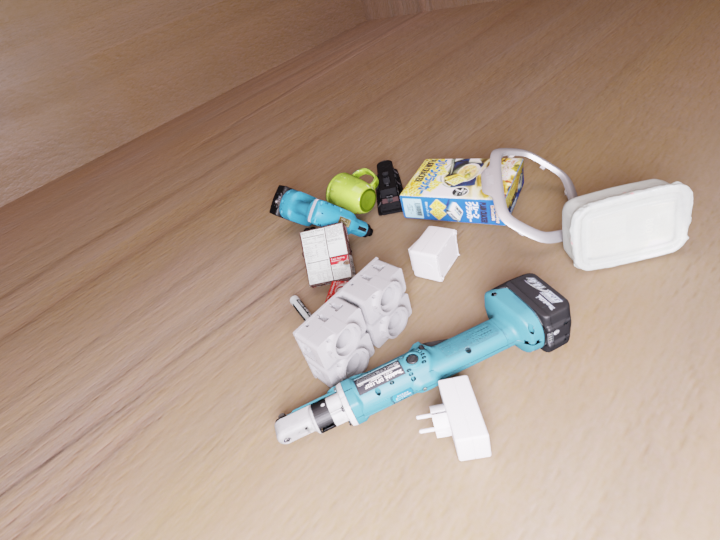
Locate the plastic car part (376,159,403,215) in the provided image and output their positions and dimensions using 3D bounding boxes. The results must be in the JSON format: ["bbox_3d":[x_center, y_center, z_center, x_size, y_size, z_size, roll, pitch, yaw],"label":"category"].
[{"bbox_3d":[0.064,-0.211,1.026,0.067,0.064,0.208,-18,34,13],"label":"plastic car part"}]

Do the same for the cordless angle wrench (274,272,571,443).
[{"bbox_3d":[0.077,0.136,0.582,0.422,0.071,0.103,-25,37,-3],"label":"cordless angle wrench"}]

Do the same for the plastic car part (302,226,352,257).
[{"bbox_3d":[-0.087,-0.057,0.894,0.123,0.068,0.065,21,52,38],"label":"plastic car part"}]

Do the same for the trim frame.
[{"bbox_3d":[0.316,-0.144,0.781,0.183,0.027,0.253,13,54,-3],"label":"trim frame"}]

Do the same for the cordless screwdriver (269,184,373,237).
[{"bbox_3d":[-0.094,-0.127,0.958,0.262,0.151,0.074,25,96,53],"label":"cordless screwdriver"}]
